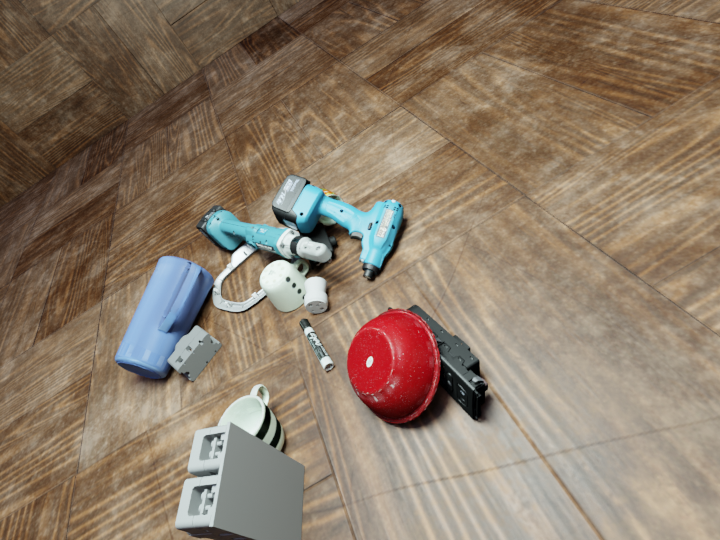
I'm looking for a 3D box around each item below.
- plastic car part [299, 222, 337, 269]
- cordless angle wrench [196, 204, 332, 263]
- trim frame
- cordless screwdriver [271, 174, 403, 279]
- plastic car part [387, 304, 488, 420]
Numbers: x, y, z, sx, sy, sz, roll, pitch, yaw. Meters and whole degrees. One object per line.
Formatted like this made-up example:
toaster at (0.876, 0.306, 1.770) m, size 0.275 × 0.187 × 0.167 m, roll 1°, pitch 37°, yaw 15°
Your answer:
plastic car part at (-0.087, -0.057, 0.889) m, size 0.070 × 0.063 × 0.122 m, roll -22°, pitch 47°, yaw -7°
cordless angle wrench at (-0.214, -0.071, 0.905) m, size 0.447 × 0.093 × 0.074 m, roll 15°, pitch 62°, yaw 45°
trim frame at (-0.237, -0.007, 0.958) m, size 0.248 × 0.026 × 0.195 m, roll -42°, pitch 43°, yaw -4°
cordless screwdriver at (-0.054, -0.088, 0.830) m, size 0.256 × 0.072 × 0.160 m, roll 18°, pitch 72°, yaw 14°
plastic car part at (0.110, 0.111, 0.614) m, size 0.066 × 0.063 × 0.215 m, roll -35°, pitch 42°, yaw -15°
